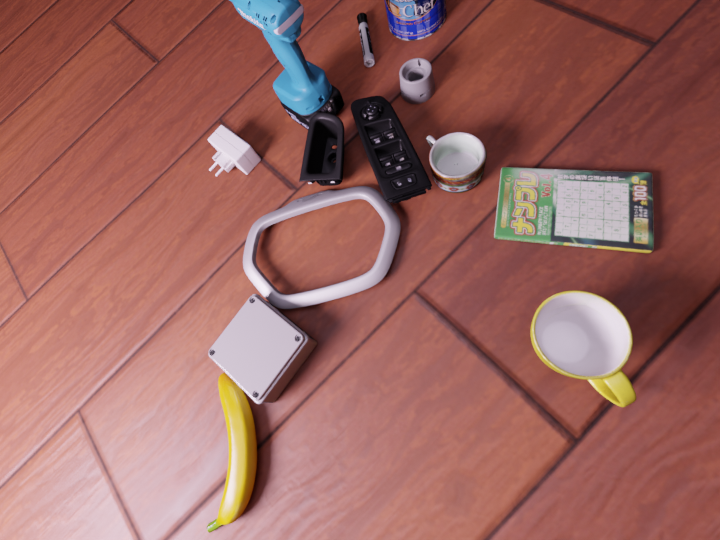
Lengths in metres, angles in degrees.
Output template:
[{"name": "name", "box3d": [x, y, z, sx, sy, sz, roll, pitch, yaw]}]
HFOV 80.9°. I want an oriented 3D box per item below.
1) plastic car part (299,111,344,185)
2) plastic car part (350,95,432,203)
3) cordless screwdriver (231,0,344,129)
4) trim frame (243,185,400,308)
[{"name": "plastic car part", "box3d": [-0.049, -0.180, 0.662, 0.068, 0.068, 0.118, 1, 71, 16]}, {"name": "plastic car part", "box3d": [0.042, -0.182, 0.637, 0.067, 0.064, 0.210, -22, 66, 7]}, {"name": "cordless screwdriver", "box3d": [-0.120, -0.330, 0.646, 0.074, 0.238, 0.166, -46, 67, -4]}, {"name": "trim frame", "box3d": [-0.062, -0.041, 0.638, 0.252, 0.026, 0.190, -17, 66, 11]}]
